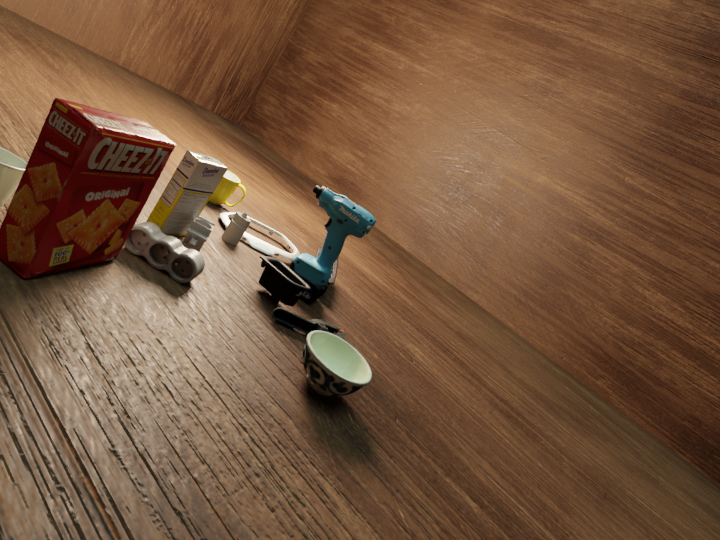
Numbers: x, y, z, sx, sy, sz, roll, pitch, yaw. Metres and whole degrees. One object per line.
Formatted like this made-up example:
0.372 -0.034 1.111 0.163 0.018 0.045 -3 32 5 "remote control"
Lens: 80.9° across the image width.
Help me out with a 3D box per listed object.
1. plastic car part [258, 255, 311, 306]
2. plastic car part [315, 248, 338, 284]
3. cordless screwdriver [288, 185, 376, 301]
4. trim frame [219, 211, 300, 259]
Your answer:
-0.166 0.030 0.870 0.122 0.071 0.063 41 14 28 "plastic car part"
-0.102 0.002 1.131 0.065 0.067 0.206 32 13 -12 "plastic car part"
-0.095 -0.062 0.976 0.162 0.249 0.073 37 13 9 "cordless screwdriver"
-0.273 -0.095 1.160 0.239 0.027 0.191 28 14 -22 "trim frame"
